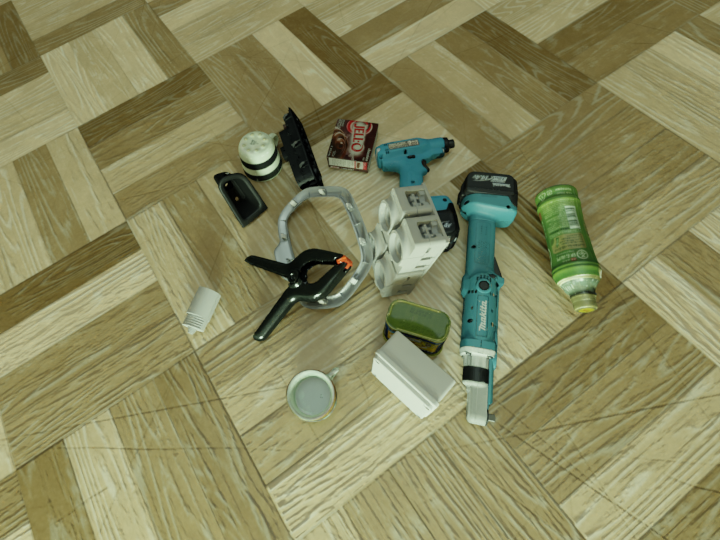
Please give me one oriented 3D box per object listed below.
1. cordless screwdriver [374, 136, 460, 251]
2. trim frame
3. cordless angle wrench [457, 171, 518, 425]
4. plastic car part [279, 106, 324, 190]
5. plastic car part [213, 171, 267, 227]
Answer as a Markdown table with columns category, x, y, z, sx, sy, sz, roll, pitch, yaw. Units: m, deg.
| category | x | y | z | sx | sy | sz | roll | pitch | yaw |
| --- | --- | --- | --- | --- | --- | --- | --- | --- | --- |
| cordless screwdriver | 0.130 | -0.157 | 0.806 | 0.159 | 0.072 | 0.258 | -11 | 60 | 0 |
| trim frame | -0.076 | -0.049 | 0.773 | 0.187 | 0.026 | 0.257 | -27 | 65 | 19 |
| cordless angle wrench | 0.203 | 0.032 | 0.708 | 0.100 | 0.072 | 0.429 | 7 | 67 | 8 |
| plastic car part | -0.129 | -0.245 | 0.884 | 0.067 | 0.063 | 0.211 | -26 | 64 | 3 |
| plastic car part | -0.247 | -0.154 | 0.833 | 0.065 | 0.111 | 0.075 | -42 | 46 | -15 |
